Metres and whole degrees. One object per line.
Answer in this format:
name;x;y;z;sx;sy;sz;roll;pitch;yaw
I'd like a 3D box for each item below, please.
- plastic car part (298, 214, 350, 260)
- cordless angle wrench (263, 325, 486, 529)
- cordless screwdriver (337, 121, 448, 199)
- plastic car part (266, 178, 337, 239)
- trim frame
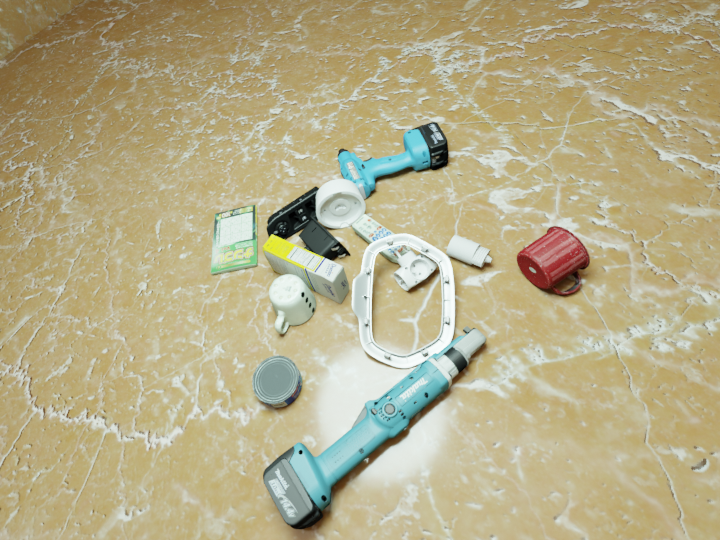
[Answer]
plastic car part;-0.089;-0.058;0.911;0.071;0.062;0.123;-47;55;-3
cordless angle wrench;0.045;0.229;0.676;0.418;0.071;0.103;-35;57;-14
cordless screwdriver;0.071;-0.276;1.009;0.249;0.071;0.166;-23;54;2
plastic car part;-0.136;-0.141;0.972;0.201;0.063;0.071;-38;48;-13
trim frame;0.078;0.050;0.775;0.187;0.027;0.252;1;75;9
